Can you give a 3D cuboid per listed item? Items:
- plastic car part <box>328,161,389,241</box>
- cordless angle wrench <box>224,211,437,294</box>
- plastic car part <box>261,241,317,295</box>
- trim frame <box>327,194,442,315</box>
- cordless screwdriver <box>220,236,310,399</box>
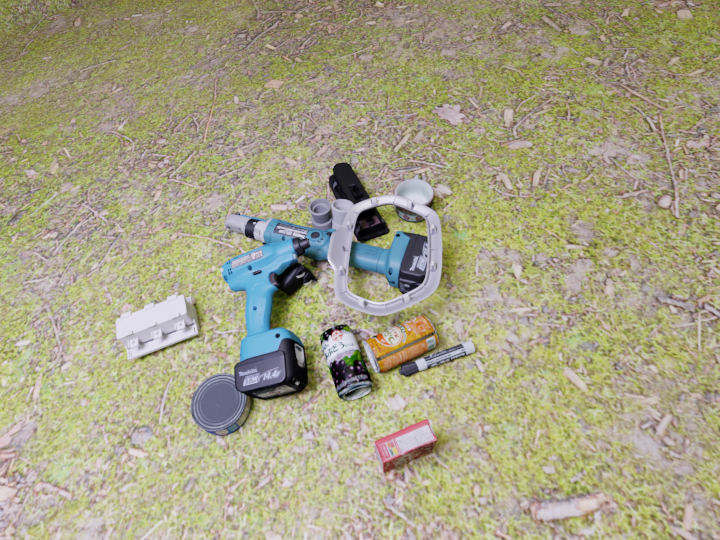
[{"bbox_3d":[-0.015,-0.152,0.862,0.066,0.064,0.213,-25,51,-3],"label":"plastic car part"},{"bbox_3d":[-0.077,-0.051,0.792,0.439,0.071,0.098,14,58,21],"label":"cordless angle wrench"},{"bbox_3d":[-0.150,0.005,0.771,0.122,0.063,0.071,26,75,28],"label":"plastic car part"},{"bbox_3d":[0.039,-0.037,0.699,0.189,0.026,0.254,-1,55,15],"label":"trim frame"},{"bbox_3d":[-0.134,0.064,0.672,0.161,0.070,0.259,-23,58,10],"label":"cordless screwdriver"}]
